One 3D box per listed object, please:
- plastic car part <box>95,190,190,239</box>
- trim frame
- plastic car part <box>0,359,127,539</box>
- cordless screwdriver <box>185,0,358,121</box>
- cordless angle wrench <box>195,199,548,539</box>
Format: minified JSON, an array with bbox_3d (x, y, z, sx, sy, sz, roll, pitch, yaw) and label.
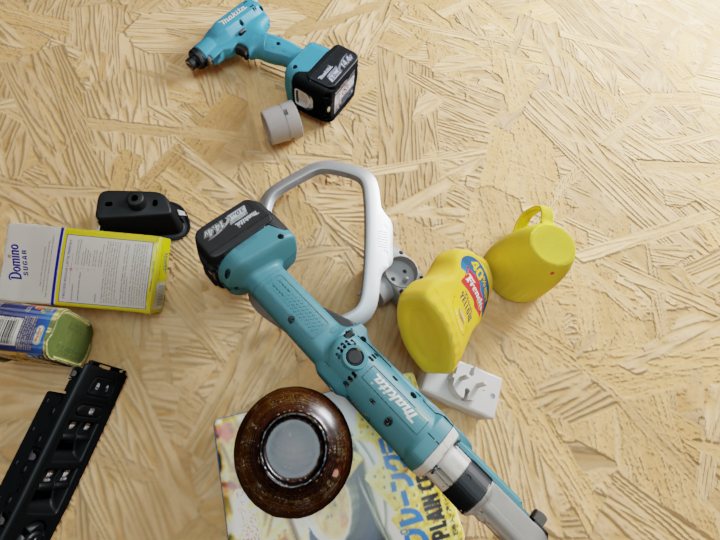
[{"bbox_3d":[-0.282,-0.075,0.536,0.116,0.070,0.067,-3,70,-3],"label":"plastic car part"},{"bbox_3d":[-0.052,-0.034,0.535,0.188,0.026,0.254,-4,65,13],"label":"trim frame"},{"bbox_3d":[-0.316,0.192,0.423,0.068,0.064,0.206,7,66,7],"label":"plastic car part"},{"bbox_3d":[-0.137,-0.316,0.650,0.256,0.072,0.158,35,69,14],"label":"cordless screwdriver"},{"bbox_3d":[-0.008,0.092,0.421,0.096,0.072,0.440,-38,67,-24],"label":"cordless angle wrench"}]
